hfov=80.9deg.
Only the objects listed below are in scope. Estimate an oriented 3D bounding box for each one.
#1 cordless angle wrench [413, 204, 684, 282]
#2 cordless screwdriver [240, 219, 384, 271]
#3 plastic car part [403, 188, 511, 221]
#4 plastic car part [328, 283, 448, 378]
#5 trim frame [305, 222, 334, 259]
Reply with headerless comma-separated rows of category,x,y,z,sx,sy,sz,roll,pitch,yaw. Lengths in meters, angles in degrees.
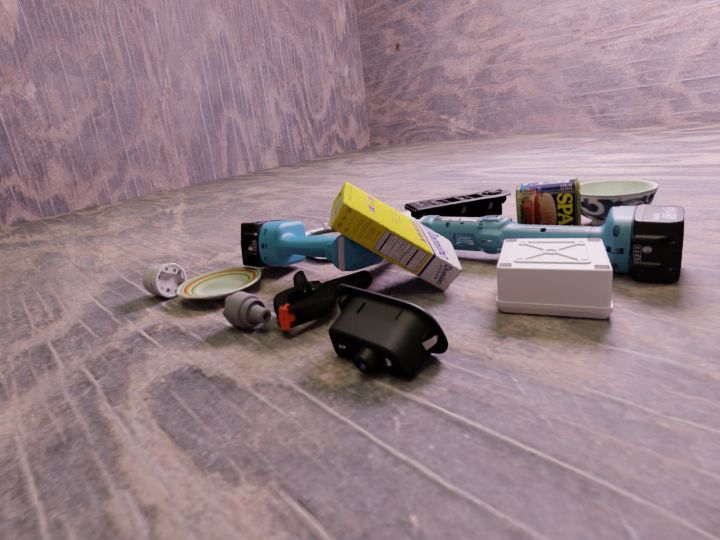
cordless angle wrench,0.197,-0.053,0.624,0.445,0.073,0.095,7,23,37
cordless screwdriver,-0.067,-0.044,0.687,0.261,0.073,0.153,6,13,35
plastic car part,0.193,-0.117,0.812,0.201,0.066,0.068,-15,12,-6
plastic car part,0.015,0.067,0.413,0.123,0.063,0.070,14,43,41
trim frame,-0.040,-0.064,0.832,0.179,0.027,0.261,-18,20,-26
